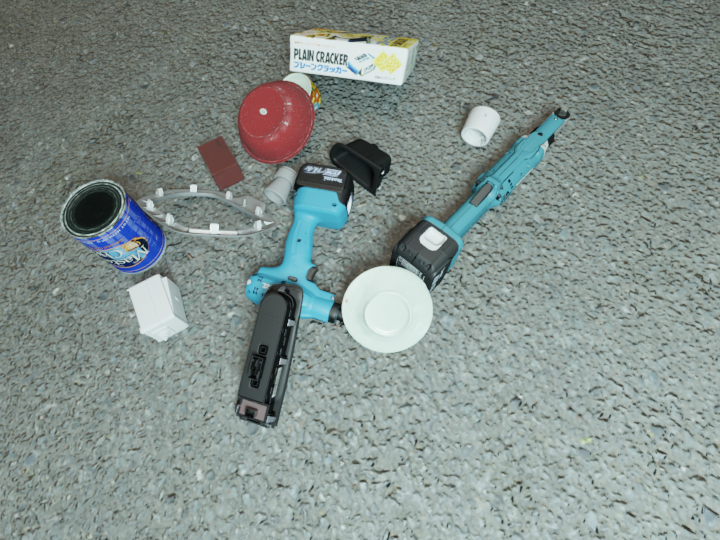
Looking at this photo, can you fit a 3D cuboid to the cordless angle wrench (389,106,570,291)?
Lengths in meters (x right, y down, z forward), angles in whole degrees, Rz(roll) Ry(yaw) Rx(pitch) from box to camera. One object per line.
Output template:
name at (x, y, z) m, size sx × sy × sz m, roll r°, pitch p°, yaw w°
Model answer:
cordless angle wrench at (0.214, -0.134, 0.683) m, size 0.077 × 0.095 × 0.419 m, roll 40°, pitch 71°, yaw 18°

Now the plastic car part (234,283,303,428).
plastic car part at (-0.133, 0.114, 0.590) m, size 0.069 × 0.064 × 0.204 m, roll 11°, pitch 81°, yaw 19°

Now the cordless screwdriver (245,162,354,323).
cordless screwdriver at (-0.066, -0.043, 0.678) m, size 0.163 × 0.072 × 0.250 m, roll 16°, pitch 72°, yaw 12°

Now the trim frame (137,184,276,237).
trim frame at (-0.245, -0.100, 0.677) m, size 0.177 × 0.027 × 0.263 m, roll -13°, pitch 29°, yaw -42°

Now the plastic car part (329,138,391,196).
plastic car part at (0.009, -0.199, 0.753) m, size 0.069 × 0.064 × 0.122 m, roll -34°, pitch 63°, yaw -27°
